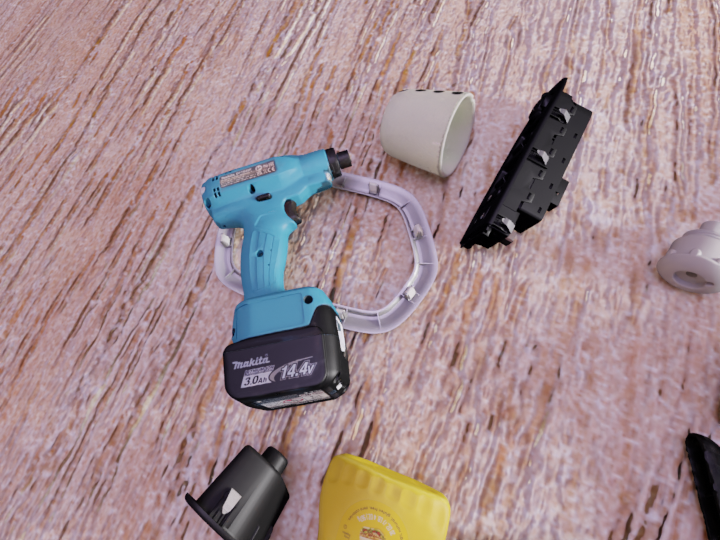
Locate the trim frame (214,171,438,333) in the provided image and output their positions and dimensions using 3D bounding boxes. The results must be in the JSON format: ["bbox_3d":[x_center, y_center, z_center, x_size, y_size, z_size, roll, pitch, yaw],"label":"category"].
[{"bbox_3d":[-0.044,-0.029,0.450,0.256,0.026,0.185,16,72,17],"label":"trim frame"}]

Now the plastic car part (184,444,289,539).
[{"bbox_3d":[-0.085,0.177,0.332,0.068,0.113,0.070,28,51,18],"label":"plastic car part"}]

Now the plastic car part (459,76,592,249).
[{"bbox_3d":[0.172,-0.103,0.415,0.068,0.065,0.203,25,74,8],"label":"plastic car part"}]

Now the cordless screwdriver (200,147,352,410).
[{"bbox_3d":[-0.061,-0.009,0.397,0.160,0.071,0.258,-18,61,4],"label":"cordless screwdriver"}]
